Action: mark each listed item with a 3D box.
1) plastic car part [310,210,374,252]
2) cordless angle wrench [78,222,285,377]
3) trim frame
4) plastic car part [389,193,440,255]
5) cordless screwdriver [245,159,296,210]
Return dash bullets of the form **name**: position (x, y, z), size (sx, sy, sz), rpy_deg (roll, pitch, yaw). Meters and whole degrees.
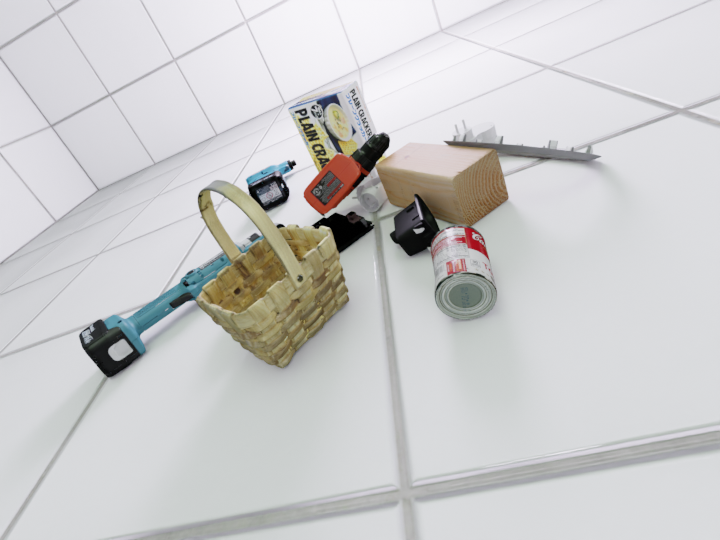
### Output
- **plastic car part**: position (-0.073, -0.047, 0.742), size (0.201, 0.064, 0.070), rpy_deg (-40, 42, -17)
- **cordless angle wrench**: position (-0.313, 0.026, 0.809), size (0.417, 0.071, 0.103), rpy_deg (-40, 31, -24)
- **trim frame**: position (0.249, -0.200, 0.682), size (0.177, 0.027, 0.261), rpy_deg (-1, 16, -28)
- **plastic car part**: position (0.080, -0.063, 0.651), size (0.072, 0.063, 0.119), rpy_deg (-34, 25, 16)
- **cordless screwdriver**: position (-0.239, -0.251, 1.174), size (0.159, 0.071, 0.258), rpy_deg (-28, 26, -2)
